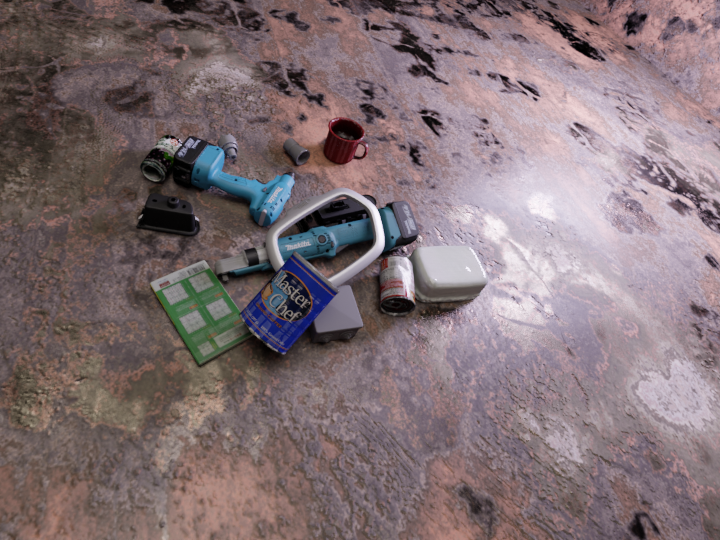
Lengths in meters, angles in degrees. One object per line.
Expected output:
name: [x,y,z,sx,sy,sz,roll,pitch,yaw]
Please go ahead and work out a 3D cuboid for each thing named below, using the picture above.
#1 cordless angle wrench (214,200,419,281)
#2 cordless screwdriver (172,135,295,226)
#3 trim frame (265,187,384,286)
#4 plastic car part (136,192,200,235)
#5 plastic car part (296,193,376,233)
cordless angle wrench: [-0.084,-0.055,0.856,0.412,0.075,0.099,-15,82,-21]
cordless screwdriver: [-0.269,-0.208,0.922,0.248,0.074,0.160,26,50,-1]
trim frame: [-0.064,-0.065,0.815,0.245,0.027,0.188,-36,79,-21]
plastic car part: [-0.370,-0.116,0.822,0.115,0.070,0.068,9,54,-7]
plastic car part: [-0.043,-0.130,0.937,0.196,0.066,0.069,-15,54,-29]
